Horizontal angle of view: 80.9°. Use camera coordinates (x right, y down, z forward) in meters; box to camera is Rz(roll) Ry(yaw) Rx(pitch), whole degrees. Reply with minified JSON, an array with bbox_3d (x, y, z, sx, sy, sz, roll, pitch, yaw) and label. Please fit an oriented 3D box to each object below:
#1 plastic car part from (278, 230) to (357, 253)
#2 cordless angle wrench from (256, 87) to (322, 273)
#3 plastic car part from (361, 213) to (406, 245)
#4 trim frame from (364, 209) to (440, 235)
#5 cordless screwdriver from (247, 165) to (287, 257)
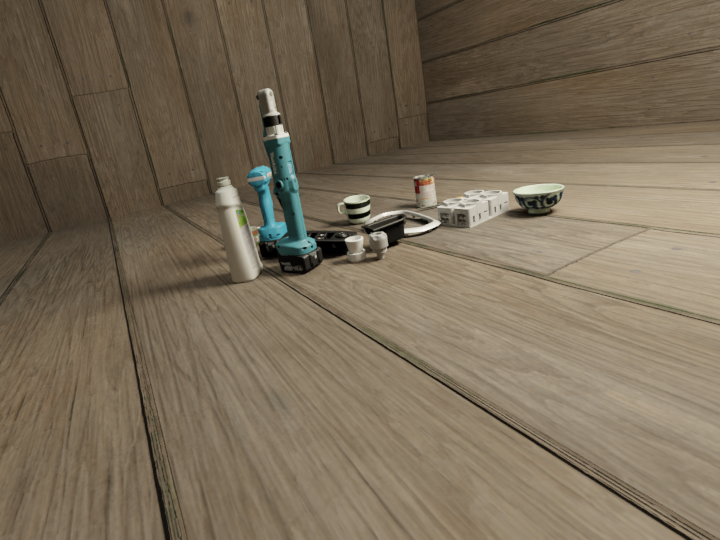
[{"bbox_3d":[-0.108,-0.070,1.101,0.209,0.065,0.066,-3,19,20],"label":"plastic car part"},{"bbox_3d":[-0.176,-0.202,0.983,0.103,0.414,0.072,2,20,34],"label":"cordless angle wrench"},{"bbox_3d":[0.071,-0.095,1.070,0.114,0.069,0.069,-18,19,-20],"label":"plastic car part"},{"bbox_3d":[0.120,-0.139,1.226,0.180,0.027,0.259,-17,21,-17],"label":"trim frame"},{"bbox_3d":[-0.256,-0.171,1.189,0.075,0.243,0.162,-9,17,2],"label":"cordless screwdriver"}]
